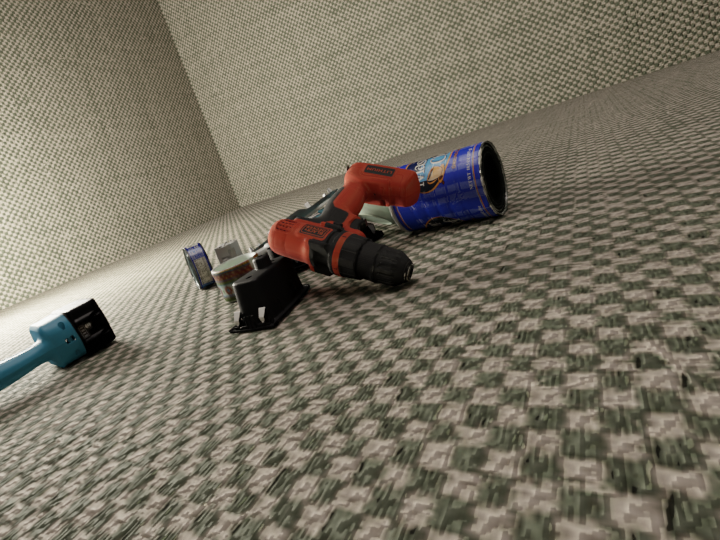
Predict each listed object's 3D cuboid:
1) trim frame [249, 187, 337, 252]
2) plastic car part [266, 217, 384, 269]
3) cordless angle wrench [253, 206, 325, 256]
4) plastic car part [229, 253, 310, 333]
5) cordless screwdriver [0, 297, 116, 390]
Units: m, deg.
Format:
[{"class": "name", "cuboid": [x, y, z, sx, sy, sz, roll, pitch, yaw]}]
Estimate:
[{"class": "trim frame", "cuboid": [-0.151, -0.107, 0.935, 0.248, 0.027, 0.186, -35, 8, 0]}, {"class": "plastic car part", "cuboid": [-0.067, -0.044, 0.689, 0.201, 0.065, 0.069, -26, 21, -10]}, {"class": "cordless angle wrench", "cuboid": [-0.066, -0.102, 0.863, 0.413, 0.073, 0.102, -35, 20, -36]}, {"class": "plastic car part", "cuboid": [-0.114, 0.018, 0.517, 0.068, 0.069, 0.116, -12, 19, 25]}, {"class": "cordless screwdriver", "cuboid": [-0.492, 0.133, 0.595, 0.166, 0.072, 0.245, -9, 23, 36]}]
